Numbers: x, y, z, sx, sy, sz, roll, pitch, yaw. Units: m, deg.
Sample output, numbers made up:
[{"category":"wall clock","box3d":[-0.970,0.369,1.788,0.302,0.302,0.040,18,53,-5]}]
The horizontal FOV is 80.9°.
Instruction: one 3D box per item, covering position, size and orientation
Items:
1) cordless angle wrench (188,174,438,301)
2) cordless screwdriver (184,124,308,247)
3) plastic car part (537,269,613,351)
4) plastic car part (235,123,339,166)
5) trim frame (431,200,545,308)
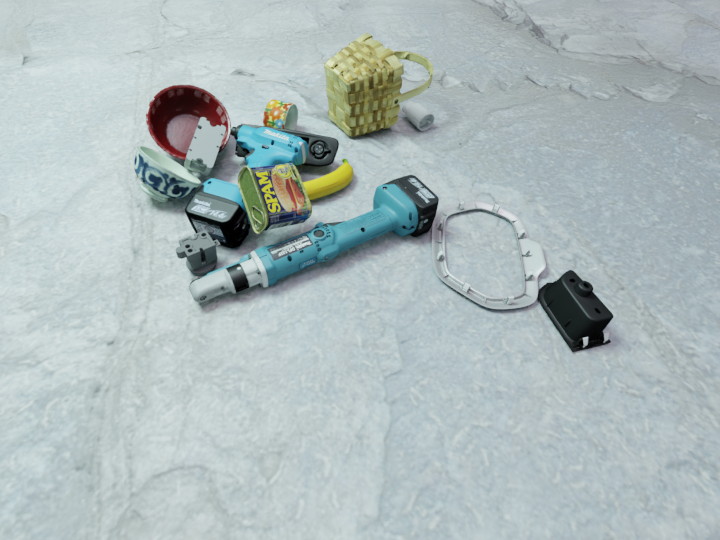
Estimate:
[{"category":"cordless angle wrench","box3d":[-0.067,-0.044,0.683,0.414,0.072,0.103,-24,56,-20]},{"category":"cordless screwdriver","box3d":[-0.217,-0.167,0.749,0.164,0.072,0.249,20,60,16]},{"category":"plastic car part","box3d":[0.320,0.049,0.624,0.065,0.069,0.122,-9,54,-16]},{"category":"plastic car part","box3d":[-0.145,-0.244,0.852,0.206,0.066,0.066,8,85,7]},{"category":"trim frame","box3d":[0.215,-0.039,0.722,0.185,0.027,0.253,9,48,3]}]
